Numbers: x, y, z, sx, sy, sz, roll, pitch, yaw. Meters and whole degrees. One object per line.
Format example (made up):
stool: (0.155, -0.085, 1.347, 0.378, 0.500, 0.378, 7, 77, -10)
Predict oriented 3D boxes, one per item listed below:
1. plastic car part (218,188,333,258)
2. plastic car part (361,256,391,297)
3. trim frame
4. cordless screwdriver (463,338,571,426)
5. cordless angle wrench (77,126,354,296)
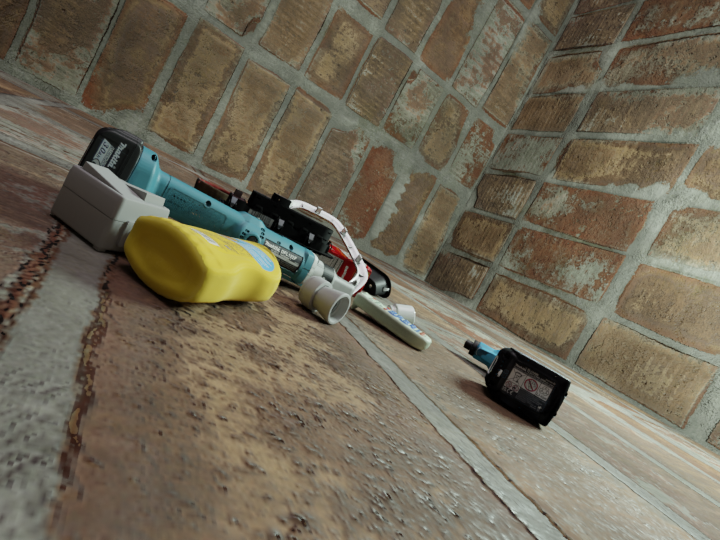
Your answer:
plastic car part: (-0.125, -0.081, 0.680, 0.196, 0.067, 0.069, 30, -2, -19)
plastic car part: (0.015, 0.023, 1.043, 0.123, 0.065, 0.068, 35, 23, 33)
trim frame: (-0.079, -0.051, 0.803, 0.175, 0.027, 0.260, 2, 48, -36)
cordless screwdriver: (0.241, 0.164, 0.696, 0.166, 0.074, 0.239, 29, 1, 20)
cordless angle wrench: (-0.160, -0.044, 0.577, 0.401, 0.098, 0.078, 29, 0, -34)
